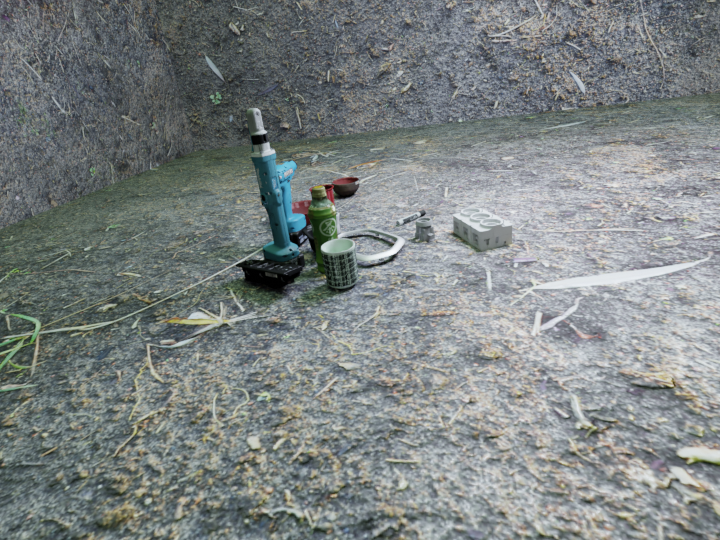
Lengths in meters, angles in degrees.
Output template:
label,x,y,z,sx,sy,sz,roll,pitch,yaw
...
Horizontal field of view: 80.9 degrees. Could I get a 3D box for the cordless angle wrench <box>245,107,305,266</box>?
label,x,y,z,sx,sy,sz,roll,pitch,yaw
cordless angle wrench,-0.224,-0.188,1.058,0.103,0.411,0.072,14,31,41

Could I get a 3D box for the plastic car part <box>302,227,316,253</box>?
label,x,y,z,sx,sy,sz,roll,pitch,yaw
plastic car part,-0.116,-0.076,1.186,0.065,0.069,0.122,-14,26,-13

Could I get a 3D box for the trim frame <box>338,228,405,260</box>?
label,x,y,z,sx,sy,sz,roll,pitch,yaw
trim frame,0.009,-0.072,1.185,0.179,0.027,0.263,-24,30,-28

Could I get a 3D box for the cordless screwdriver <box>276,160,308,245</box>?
label,x,y,z,sx,sy,sz,roll,pitch,yaw
cordless screwdriver,-0.214,-0.206,1.286,0.077,0.242,0.159,0,25,17

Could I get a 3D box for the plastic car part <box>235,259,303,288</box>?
label,x,y,z,sx,sy,sz,roll,pitch,yaw
plastic car part,-0.231,0.007,1.061,0.214,0.065,0.065,12,32,37
